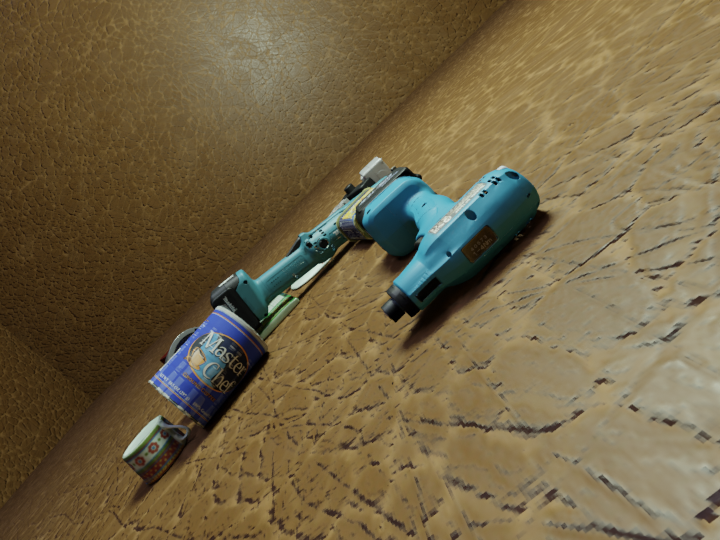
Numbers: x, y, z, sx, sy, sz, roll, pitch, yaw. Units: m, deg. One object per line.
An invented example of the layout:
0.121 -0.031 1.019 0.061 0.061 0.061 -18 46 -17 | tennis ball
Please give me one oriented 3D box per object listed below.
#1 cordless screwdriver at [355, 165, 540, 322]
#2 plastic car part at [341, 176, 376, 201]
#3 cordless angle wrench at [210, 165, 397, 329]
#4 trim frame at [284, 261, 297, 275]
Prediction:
0.054 -0.040 0.455 0.159 0.072 0.256 -45 19 -1 | cordless screwdriver
0.001 -0.150 0.867 0.120 0.069 0.065 -20 26 52 | plastic car part
-0.074 -0.049 0.761 0.420 0.096 0.076 -39 11 -10 | cordless angle wrench
-0.215 0.057 0.923 0.247 0.027 0.187 -54 10 -31 | trim frame
